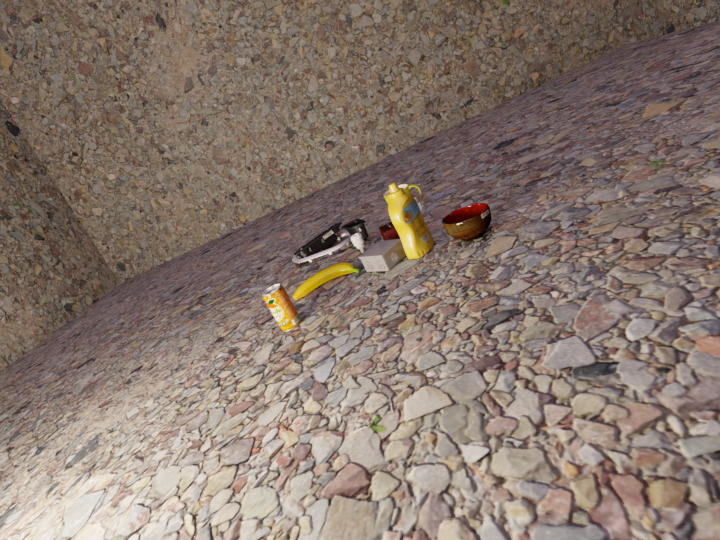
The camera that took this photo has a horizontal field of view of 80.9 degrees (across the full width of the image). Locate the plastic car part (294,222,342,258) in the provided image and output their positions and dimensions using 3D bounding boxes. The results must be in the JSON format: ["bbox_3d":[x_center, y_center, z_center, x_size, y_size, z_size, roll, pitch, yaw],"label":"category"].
[{"bbox_3d":[-0.146,-0.095,1.492,0.200,0.065,0.069,-33,18,-18],"label":"plastic car part"}]

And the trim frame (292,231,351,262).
[{"bbox_3d":[-0.129,-0.079,1.488,0.253,0.027,0.186,-22,19,15],"label":"trim frame"}]

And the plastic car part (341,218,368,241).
[{"bbox_3d":[-0.008,-0.126,1.386,0.065,0.069,0.120,-29,18,-9],"label":"plastic car part"}]
